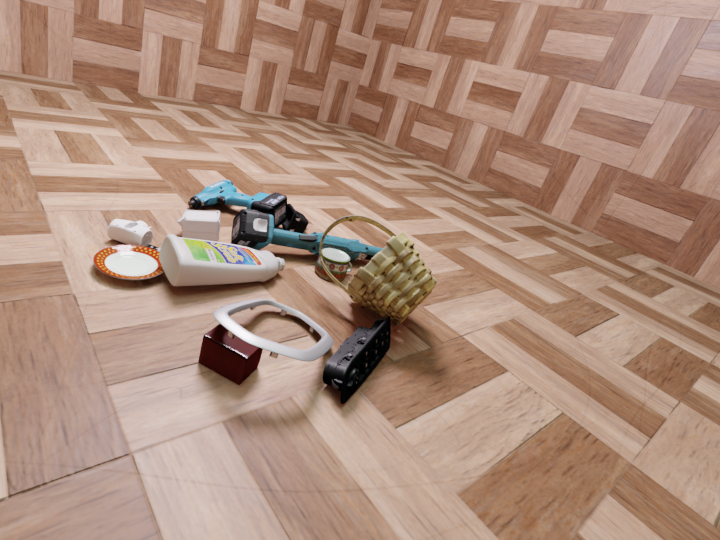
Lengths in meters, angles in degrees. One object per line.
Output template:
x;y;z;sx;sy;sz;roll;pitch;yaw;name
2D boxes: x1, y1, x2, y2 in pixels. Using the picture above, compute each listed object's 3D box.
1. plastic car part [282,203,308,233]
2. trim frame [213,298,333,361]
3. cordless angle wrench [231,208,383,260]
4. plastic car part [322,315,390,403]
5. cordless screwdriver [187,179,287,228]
-0.181;-0.143;1.195;0.068;0.066;0.122;23;17;-25;plastic car part
-0.137;0.090;0.685;0.188;0.027;0.244;26;8;9;trim frame
-0.102;-0.067;1.042;0.406;0.076;0.100;9;-19;-26;cordless angle wrench
-0.005;0.138;0.700;0.069;0.065;0.200;14;23;16;plastic car part
-0.331;-0.178;1.146;0.259;0.072;0.156;19;34;22;cordless screwdriver
